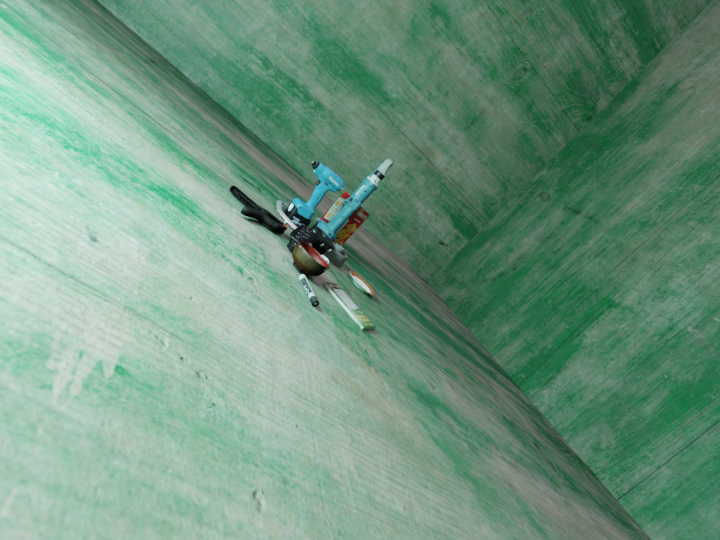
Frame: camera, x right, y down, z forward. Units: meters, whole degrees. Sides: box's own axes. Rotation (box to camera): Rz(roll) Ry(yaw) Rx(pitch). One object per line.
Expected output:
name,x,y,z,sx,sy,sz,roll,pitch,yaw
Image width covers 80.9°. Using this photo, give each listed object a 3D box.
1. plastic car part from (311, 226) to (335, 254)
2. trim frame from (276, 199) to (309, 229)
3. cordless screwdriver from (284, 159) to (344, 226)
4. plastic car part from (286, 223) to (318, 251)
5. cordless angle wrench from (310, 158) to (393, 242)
plastic car part,-0.145,-0.095,1.481,0.063,0.071,0.122,37,11,-33
trim frame,-0.252,-0.193,1.611,0.178,0.027,0.257,39,10,-21
cordless screwdriver,-0.192,-0.288,1.599,0.151,0.249,0.078,37,13,-34
plastic car part,-0.189,-0.097,1.319,0.066,0.067,0.203,42,10,-6
cordless angle wrench,-0.026,-0.265,1.644,0.103,0.424,0.070,51,12,33
